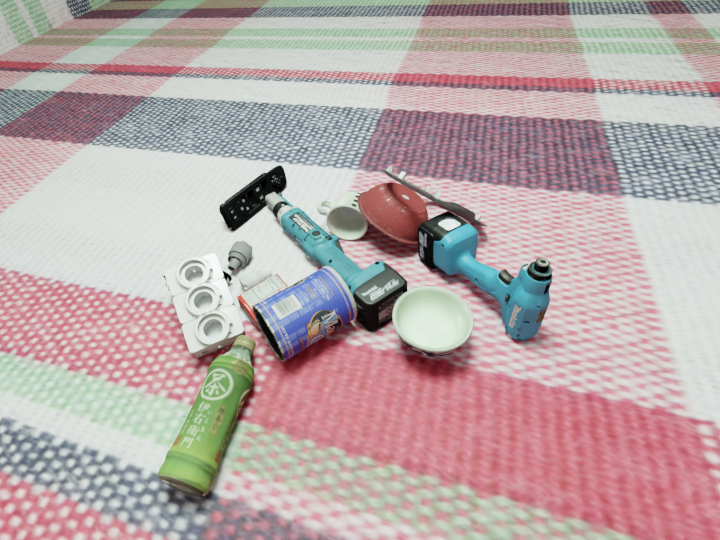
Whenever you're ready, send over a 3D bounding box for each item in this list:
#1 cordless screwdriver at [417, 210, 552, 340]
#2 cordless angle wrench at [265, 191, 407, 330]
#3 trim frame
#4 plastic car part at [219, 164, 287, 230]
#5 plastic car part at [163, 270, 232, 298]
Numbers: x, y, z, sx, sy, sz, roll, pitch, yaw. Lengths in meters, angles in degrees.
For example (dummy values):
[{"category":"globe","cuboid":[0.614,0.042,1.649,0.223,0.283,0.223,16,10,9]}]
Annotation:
[{"category":"cordless screwdriver","cuboid":[0.201,-0.016,0.701,0.073,0.153,0.263,-25,47,-19]},{"category":"cordless angle wrench","cuboid":[-0.082,-0.053,0.836,0.096,0.071,0.447,-30,48,-21]},{"category":"trim frame","cuboid":[0.145,-0.147,0.825,0.237,0.027,0.193,23,16,-30]},{"category":"plastic car part","cuboid":[-0.250,-0.174,0.982,0.070,0.064,0.201,6,43,48]},{"category":"plastic car part","cuboid":[-0.298,0.043,0.782,0.116,0.064,0.073,-6,61,-5]}]
